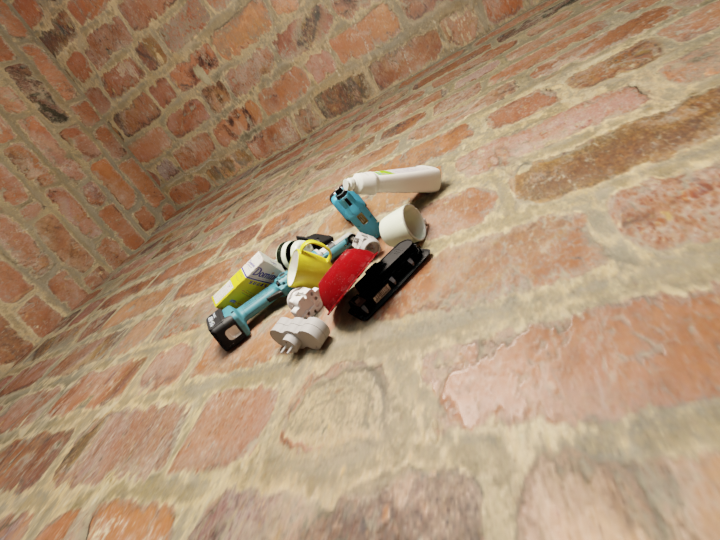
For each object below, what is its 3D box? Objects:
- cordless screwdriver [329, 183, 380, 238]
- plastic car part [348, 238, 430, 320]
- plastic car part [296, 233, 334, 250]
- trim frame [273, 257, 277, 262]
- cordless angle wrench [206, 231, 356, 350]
[{"bbox_3d":[-0.031,-0.179,1.124,0.074,0.153,0.258,-40,23,5],"label":"cordless screwdriver"},{"bbox_3d":[0.050,0.007,0.836,0.201,0.065,0.069,-40,18,-17],"label":"plastic car part"},{"bbox_3d":[-0.114,-0.074,1.163,0.069,0.064,0.122,-33,24,-33],"label":"plastic car part"},{"bbox_3d":[-0.301,0.039,1.215,0.247,0.026,0.193,-37,27,-9],"label":"trim frame"},{"bbox_3d":[-0.182,0.033,1.048,0.420,0.071,0.102,-37,25,-10],"label":"cordless angle wrench"}]
